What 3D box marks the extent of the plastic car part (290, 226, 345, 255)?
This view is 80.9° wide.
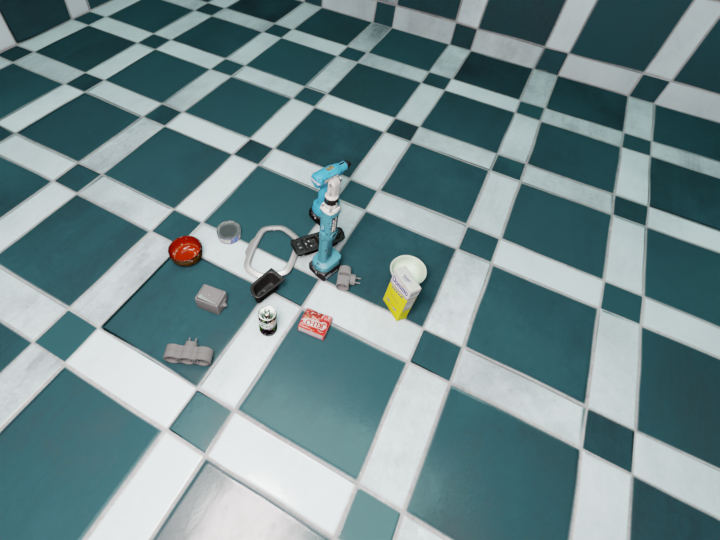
[{"bbox_3d":[-0.146,-0.096,1.495,0.199,0.065,0.069,-22,59,-19],"label":"plastic car part"}]

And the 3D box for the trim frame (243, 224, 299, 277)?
[{"bbox_3d":[-0.312,-0.068,1.488,0.186,0.027,0.253,11,53,4],"label":"trim frame"}]

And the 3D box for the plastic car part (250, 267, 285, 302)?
[{"bbox_3d":[-0.306,0.059,1.365,0.068,0.069,0.115,36,58,19],"label":"plastic car part"}]

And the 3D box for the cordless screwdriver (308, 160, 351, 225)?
[{"bbox_3d":[-0.109,-0.282,1.527,0.156,0.243,0.078,-33,65,-27],"label":"cordless screwdriver"}]

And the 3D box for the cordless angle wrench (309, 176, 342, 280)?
[{"bbox_3d":[-0.098,-0.123,1.301,0.077,0.413,0.096,41,59,20],"label":"cordless angle wrench"}]
